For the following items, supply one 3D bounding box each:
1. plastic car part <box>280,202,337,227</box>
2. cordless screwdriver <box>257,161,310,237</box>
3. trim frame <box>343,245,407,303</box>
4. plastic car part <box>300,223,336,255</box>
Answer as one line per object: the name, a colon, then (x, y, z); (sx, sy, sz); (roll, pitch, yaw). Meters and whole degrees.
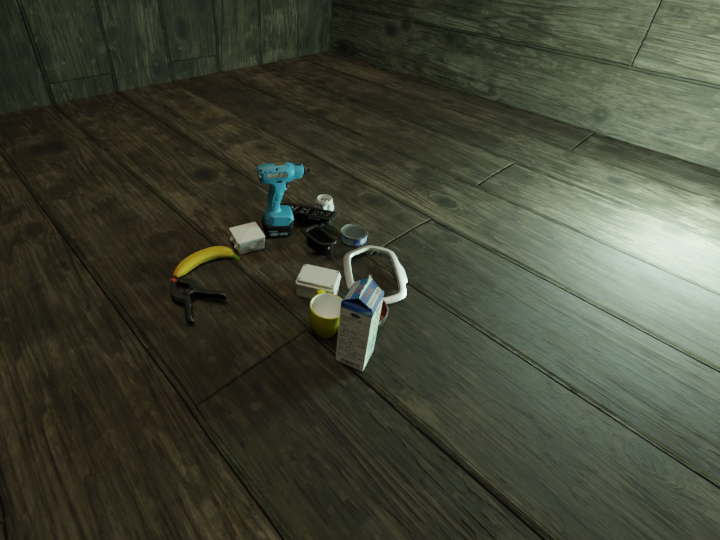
plastic car part: (-0.182, -0.184, 1.420); (0.209, 0.065, 0.066); (17, 41, 16)
cordless screwdriver: (-0.238, -0.224, 1.326); (0.156, 0.242, 0.078); (-6, 41, -14)
trim frame: (0.044, 0.008, 1.233); (0.182, 0.027, 0.258); (-3, 40, -7)
plastic car part: (-0.127, -0.083, 1.299); (0.064, 0.069, 0.123); (-24, 47, -31)
